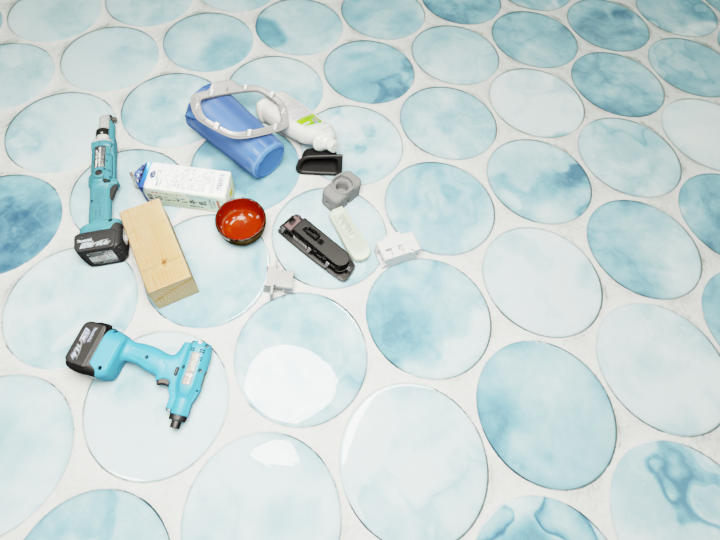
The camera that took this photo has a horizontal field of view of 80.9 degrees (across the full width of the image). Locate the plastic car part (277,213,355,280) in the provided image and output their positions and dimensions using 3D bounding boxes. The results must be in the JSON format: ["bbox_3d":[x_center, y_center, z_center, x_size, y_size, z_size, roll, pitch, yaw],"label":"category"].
[{"bbox_3d":[-0.093,-0.061,0.954,0.208,0.066,0.065,41,60,13],"label":"plastic car part"}]

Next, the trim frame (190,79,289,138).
[{"bbox_3d":[-0.278,-0.383,0.997,0.242,0.027,0.190,-29,70,-36],"label":"trim frame"}]

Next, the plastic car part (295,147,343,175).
[{"bbox_3d":[-0.103,-0.284,1.069,0.117,0.064,0.073,3,49,1],"label":"plastic car part"}]

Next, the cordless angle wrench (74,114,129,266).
[{"bbox_3d":[-0.607,-0.214,1.000,0.097,0.073,0.438,-11,62,-10],"label":"cordless angle wrench"}]

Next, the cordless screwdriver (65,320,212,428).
[{"bbox_3d":[-0.422,0.193,0.801,0.248,0.073,0.162,12,63,-2],"label":"cordless screwdriver"}]
